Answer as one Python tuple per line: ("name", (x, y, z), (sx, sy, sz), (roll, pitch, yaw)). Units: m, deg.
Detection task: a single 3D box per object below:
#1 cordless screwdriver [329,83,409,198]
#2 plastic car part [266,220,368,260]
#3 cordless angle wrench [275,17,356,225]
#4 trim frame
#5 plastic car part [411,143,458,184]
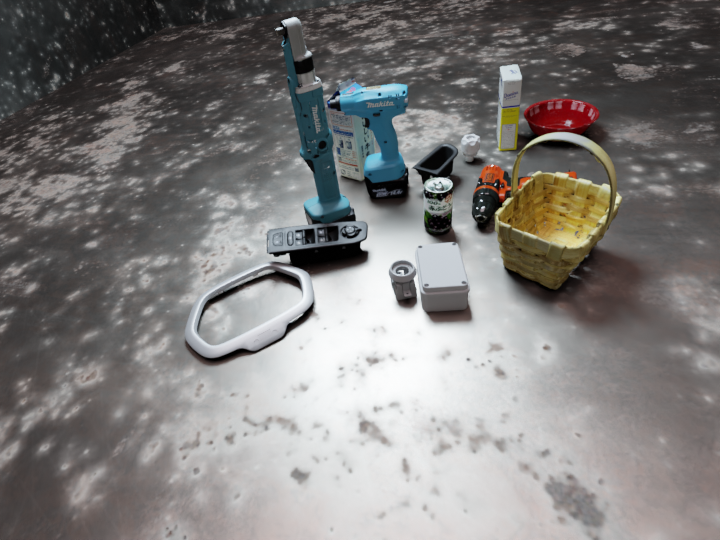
("cordless screwdriver", (0.027, -0.278, 0.926), (0.162, 0.239, 0.076), (0, 43, 11))
("plastic car part", (-0.083, -0.054, 0.844), (0.204, 0.064, 0.069), (-10, 42, 4))
("cordless angle wrench", (-0.084, -0.243, 0.793), (0.096, 0.406, 0.078), (-23, 43, -15))
("trim frame", (-0.203, 0.066, 0.774), (0.245, 0.026, 0.195), (-27, 44, -15))
("plastic car part", (0.179, -0.231, 0.965), (0.070, 0.068, 0.115), (27, 55, 34))
